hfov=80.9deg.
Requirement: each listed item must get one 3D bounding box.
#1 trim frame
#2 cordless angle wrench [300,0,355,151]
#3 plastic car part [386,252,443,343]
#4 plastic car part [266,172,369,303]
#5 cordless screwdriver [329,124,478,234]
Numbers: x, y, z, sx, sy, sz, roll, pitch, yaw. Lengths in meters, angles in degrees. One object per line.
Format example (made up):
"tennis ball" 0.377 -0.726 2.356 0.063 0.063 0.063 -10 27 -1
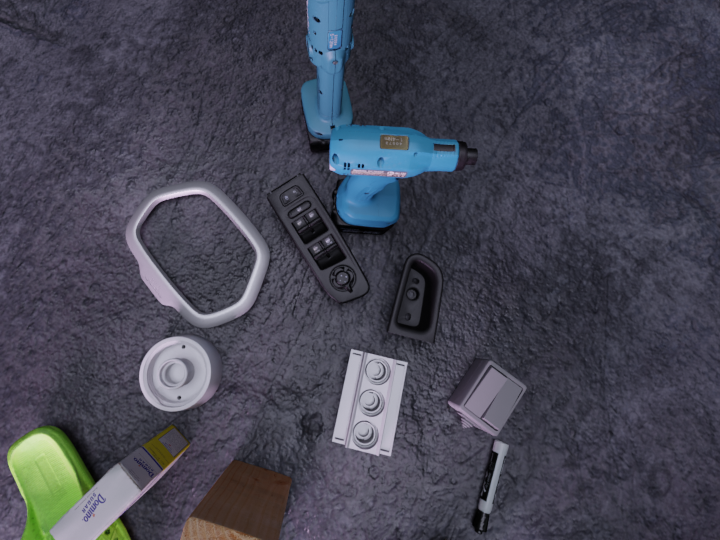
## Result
"trim frame" -0.252 -0.030 0.651 0.183 0.027 0.253 -42 80 -9
"cordless angle wrench" -0.037 -0.274 0.506 0.074 0.419 0.099 -11 81 -7
"plastic car part" 0.078 0.040 0.611 0.066 0.070 0.117 13 78 0
"plastic car part" -0.062 -0.040 0.632 0.066 0.066 0.207 -31 79 -8
"cordless screwdriver" 0.037 -0.112 0.556 0.159 0.246 0.075 4 80 -3
